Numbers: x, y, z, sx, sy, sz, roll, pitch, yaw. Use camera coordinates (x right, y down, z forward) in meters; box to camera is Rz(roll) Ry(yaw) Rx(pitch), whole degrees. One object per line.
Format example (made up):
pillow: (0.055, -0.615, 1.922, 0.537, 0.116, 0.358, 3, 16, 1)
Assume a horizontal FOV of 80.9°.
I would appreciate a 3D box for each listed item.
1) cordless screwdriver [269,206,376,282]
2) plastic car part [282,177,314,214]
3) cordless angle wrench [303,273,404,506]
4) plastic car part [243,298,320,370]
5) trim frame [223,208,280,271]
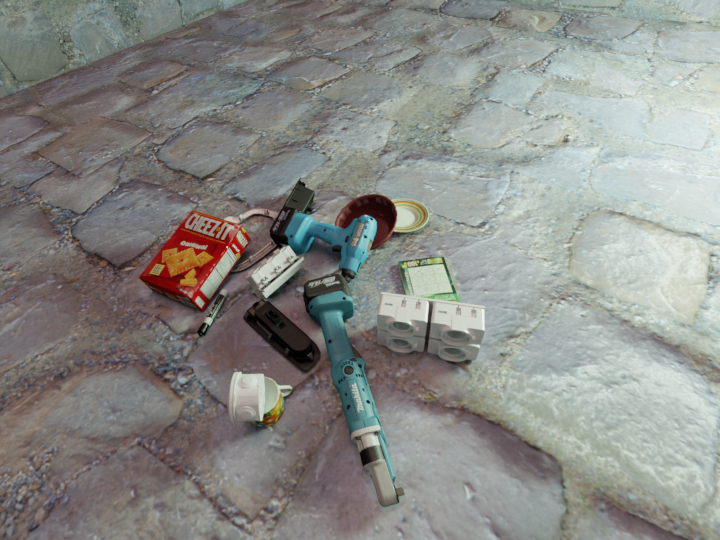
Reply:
cordless screwdriver: (-0.096, -0.063, 0.987, 0.260, 0.070, 0.160, 10, 66, 28)
plastic car part: (-0.161, -0.184, 1.151, 0.071, 0.065, 0.118, 17, 53, 2)
cordless angle wrench: (-0.019, 0.192, 0.769, 0.097, 0.071, 0.443, -15, 49, -7)
plastic car part: (-0.160, 0.119, 0.863, 0.065, 0.065, 0.214, -33, 53, -32)
trim frame: (-0.305, -0.085, 1.094, 0.194, 0.026, 0.245, 30, 59, 31)
